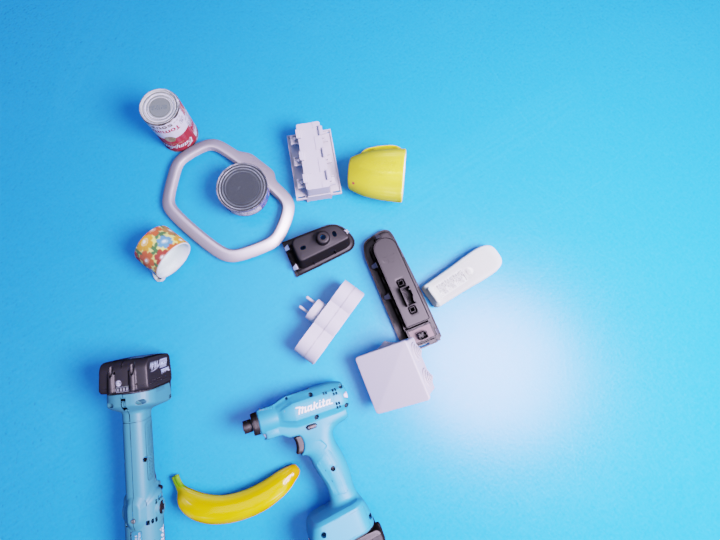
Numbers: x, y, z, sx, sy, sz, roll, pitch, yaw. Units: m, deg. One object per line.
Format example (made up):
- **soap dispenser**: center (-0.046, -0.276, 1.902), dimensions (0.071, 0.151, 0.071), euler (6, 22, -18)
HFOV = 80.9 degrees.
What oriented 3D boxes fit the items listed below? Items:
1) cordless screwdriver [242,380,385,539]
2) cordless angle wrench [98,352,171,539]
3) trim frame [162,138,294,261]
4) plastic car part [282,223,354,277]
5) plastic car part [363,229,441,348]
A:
- **cordless screwdriver**: center (-0.067, 0.302, 0.606), dimensions (0.156, 0.074, 0.254), euler (-14, 75, -16)
- **cordless angle wrench**: center (-0.312, 0.341, 0.611), dimensions (0.074, 0.097, 0.428), euler (-8, 81, 0)
- **trim frame**: center (-0.232, -0.125, 0.739), dimensions (0.254, 0.027, 0.184), euler (37, 82, 10)
- **plastic car part**: center (-0.068, -0.044, 0.695), dimensions (0.116, 0.070, 0.067), euler (-24, 82, -2)
- **plastic car part**: center (0.062, 0.028, 0.683), dimensions (0.066, 0.065, 0.208), euler (-24, 76, 2)
